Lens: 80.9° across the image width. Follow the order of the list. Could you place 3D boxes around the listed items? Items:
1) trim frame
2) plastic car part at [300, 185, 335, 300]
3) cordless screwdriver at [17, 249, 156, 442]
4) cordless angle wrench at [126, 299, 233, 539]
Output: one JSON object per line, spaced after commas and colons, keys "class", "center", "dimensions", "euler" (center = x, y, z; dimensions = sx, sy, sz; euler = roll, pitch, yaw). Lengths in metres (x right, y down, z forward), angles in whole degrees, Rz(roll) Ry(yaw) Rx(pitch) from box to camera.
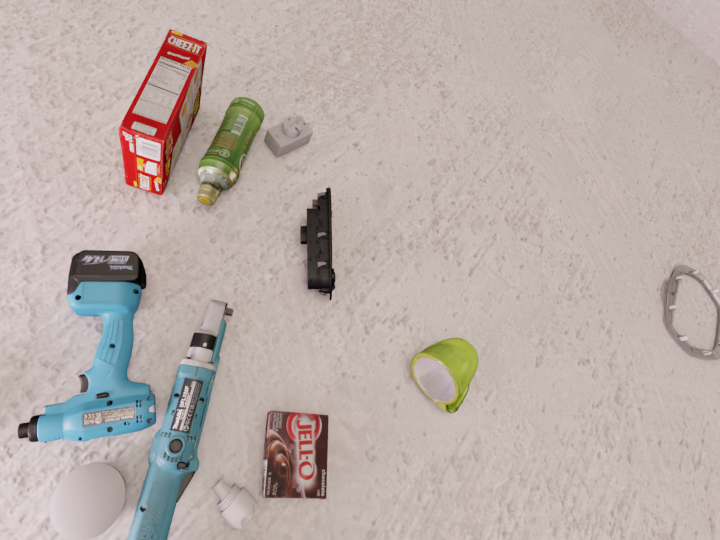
{"class": "trim frame", "center": [0.801, 0.095, 1.006], "dimensions": [0.185, 0.027, 0.247], "euler": [37, 62, 1]}
{"class": "plastic car part", "center": [-0.074, -0.048, 0.753], "dimensions": [0.066, 0.066, 0.208], "euler": [-2, 68, -12]}
{"class": "cordless screwdriver", "center": [-0.371, 0.099, 0.581], "dimensions": [0.154, 0.075, 0.254], "euler": [-4, 73, -21]}
{"class": "cordless angle wrench", "center": [-0.245, 0.237, 0.564], "dimensions": [0.096, 0.075, 0.432], "euler": [14, 61, -15]}
